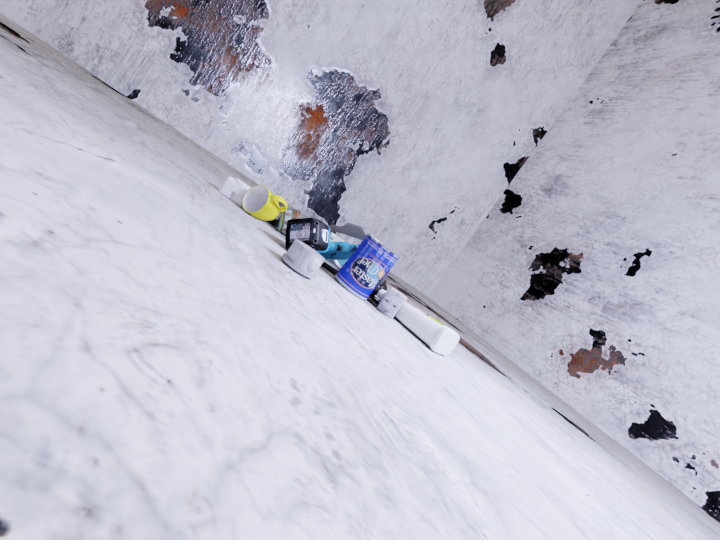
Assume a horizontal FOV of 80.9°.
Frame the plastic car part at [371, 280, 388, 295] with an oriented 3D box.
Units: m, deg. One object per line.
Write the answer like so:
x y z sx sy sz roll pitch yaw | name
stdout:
0.038 0.006 1.337 0.064 0.067 0.210 20 43 -25 | plastic car part

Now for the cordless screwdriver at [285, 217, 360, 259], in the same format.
-0.083 -0.071 1.104 0.165 0.075 0.238 0 -10 21 | cordless screwdriver

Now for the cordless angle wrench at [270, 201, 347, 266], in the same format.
-0.133 -0.087 1.365 0.416 0.074 0.099 36 4 -9 | cordless angle wrench

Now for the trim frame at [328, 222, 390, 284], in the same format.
-0.014 -0.050 1.238 0.263 0.027 0.178 23 -49 39 | trim frame
